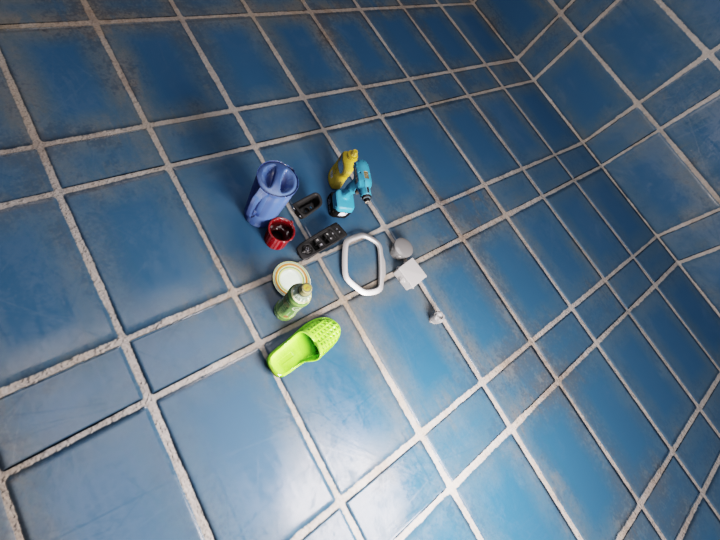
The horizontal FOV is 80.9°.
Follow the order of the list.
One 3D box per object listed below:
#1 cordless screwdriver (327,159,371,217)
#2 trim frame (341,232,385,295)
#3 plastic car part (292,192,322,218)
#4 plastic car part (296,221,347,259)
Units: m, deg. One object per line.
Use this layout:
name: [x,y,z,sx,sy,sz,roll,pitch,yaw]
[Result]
cordless screwdriver: [-0.033,-0.260,1.504,0.071,0.251,0.163,4,66,-27]
trim frame: [0.015,-0.026,1.538,0.178,0.028,0.255,10,61,-20]
plastic car part: [-0.193,-0.225,1.522,0.114,0.072,0.067,-38,86,-34]
plastic car part: [-0.145,-0.095,1.478,0.198,0.068,0.067,-34,84,-34]
